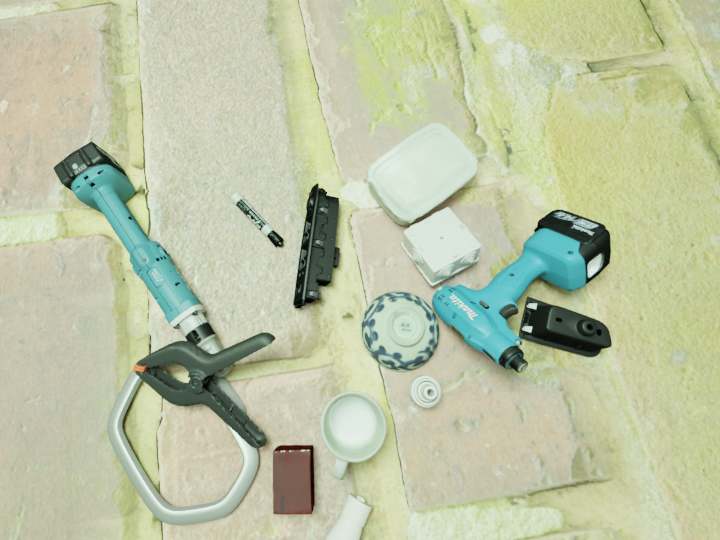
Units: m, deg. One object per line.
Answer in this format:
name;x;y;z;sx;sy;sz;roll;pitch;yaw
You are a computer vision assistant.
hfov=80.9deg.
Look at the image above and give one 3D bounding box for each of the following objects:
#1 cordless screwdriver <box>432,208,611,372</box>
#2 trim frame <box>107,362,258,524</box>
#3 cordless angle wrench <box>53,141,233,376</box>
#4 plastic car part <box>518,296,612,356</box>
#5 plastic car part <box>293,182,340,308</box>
cordless screwdriver;0.243;0.026;0.591;0.247;0.071;0.168;-34;39;-7
trim frame;-0.257;0.237;0.613;0.183;0.027;0.256;-40;74;-8
cordless angle wrench;-0.325;-0.014;0.659;0.074;0.096;0.432;-37;79;-6
plastic car part;0.303;0.082;0.608;0.119;0.069;0.066;17;77;9
plastic car part;-0.065;-0.043;0.667;0.066;0.066;0.206;4;74;-9
